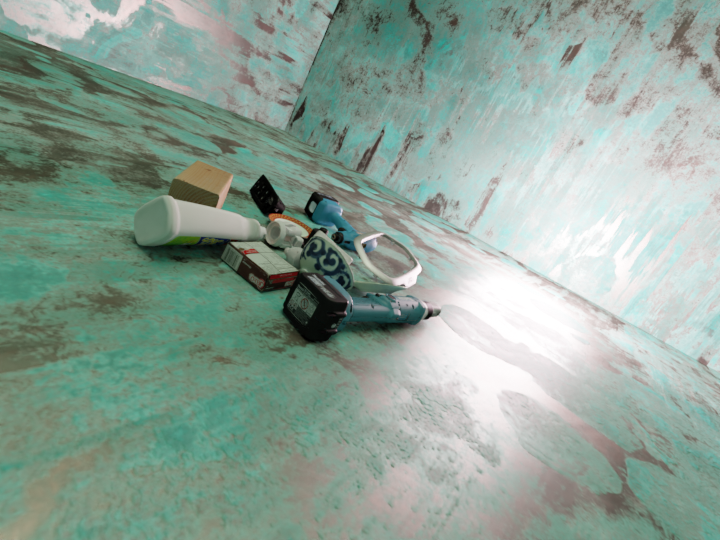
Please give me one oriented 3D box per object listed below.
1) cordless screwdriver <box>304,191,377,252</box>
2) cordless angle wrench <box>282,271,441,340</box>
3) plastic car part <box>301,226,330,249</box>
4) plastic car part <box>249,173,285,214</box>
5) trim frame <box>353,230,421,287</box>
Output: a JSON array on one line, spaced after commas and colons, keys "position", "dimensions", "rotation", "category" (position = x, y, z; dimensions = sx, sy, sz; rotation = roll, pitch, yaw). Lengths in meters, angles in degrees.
[{"position": [-0.078, -0.140, 1.219], "dimensions": [0.151, 0.074, 0.263], "rotation": [7, 29, -46], "category": "cordless screwdriver"}, {"position": [0.042, 0.070, 0.785], "dimensions": [0.401, 0.074, 0.103], "rotation": [8, 25, -50], "category": "cordless angle wrench"}, {"position": [-0.095, -0.062, 0.970], "dimensions": [0.063, 0.071, 0.122], "rotation": [18, 22, -30], "category": "plastic car part"}, {"position": [-0.255, -0.199, 1.173], "dimensions": [0.064, 0.066, 0.213], "rotation": [47, 2, -34], "category": "plastic car part"}, {"position": [0.074, -0.032, 1.114], "dimensions": [0.190, 0.027, 0.240], "rotation": [45, 29, 14], "category": "trim frame"}]
